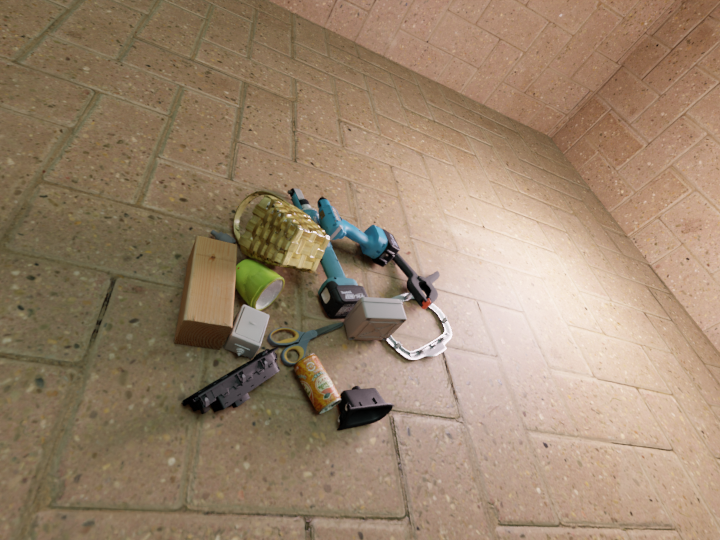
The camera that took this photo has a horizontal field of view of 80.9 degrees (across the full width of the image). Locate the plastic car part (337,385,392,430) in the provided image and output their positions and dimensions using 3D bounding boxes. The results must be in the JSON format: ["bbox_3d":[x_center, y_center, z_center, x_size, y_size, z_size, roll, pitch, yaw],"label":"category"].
[{"bbox_3d":[-0.001,0.269,0.859,0.111,0.065,0.075,2,36,-38],"label":"plastic car part"}]

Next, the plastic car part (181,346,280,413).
[{"bbox_3d":[-0.218,0.202,0.773,0.068,0.067,0.198,52,42,4],"label":"plastic car part"}]

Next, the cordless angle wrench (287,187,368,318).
[{"bbox_3d":[-0.109,-0.071,1.117,0.093,0.074,0.443,1,47,-35],"label":"cordless angle wrench"}]

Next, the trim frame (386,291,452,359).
[{"bbox_3d":[0.147,0.140,1.108,0.239,0.027,0.191,-14,60,-44],"label":"trim frame"}]

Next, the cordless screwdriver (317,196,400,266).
[{"bbox_3d":[-0.014,-0.113,1.173,0.236,0.075,0.167,24,28,-34],"label":"cordless screwdriver"}]
